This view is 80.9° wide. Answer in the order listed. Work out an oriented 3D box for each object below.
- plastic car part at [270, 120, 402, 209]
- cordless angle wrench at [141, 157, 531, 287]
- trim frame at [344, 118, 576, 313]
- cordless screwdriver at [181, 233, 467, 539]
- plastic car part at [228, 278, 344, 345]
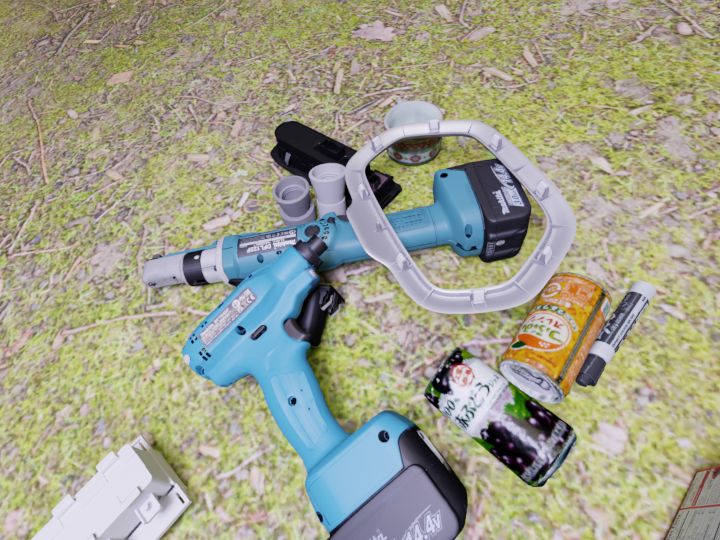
[{"bbox_3d":[-0.048,-0.144,0.555,0.214,0.064,0.066,33,73,31],"label":"plastic car part"},{"bbox_3d":[-0.046,-0.030,0.470,0.427,0.071,0.101,-11,55,7],"label":"cordless angle wrench"},{"bbox_3d":[0.081,-0.069,0.408,0.184,0.026,0.260,-25,56,1],"label":"trim frame"},{"bbox_3d":[-0.022,0.091,0.337,0.159,0.071,0.261,-46,63,-3],"label":"cordless screwdriver"},{"bbox_3d":[-0.082,0.049,0.431,0.119,0.063,0.072,1,70,15],"label":"plastic car part"}]
